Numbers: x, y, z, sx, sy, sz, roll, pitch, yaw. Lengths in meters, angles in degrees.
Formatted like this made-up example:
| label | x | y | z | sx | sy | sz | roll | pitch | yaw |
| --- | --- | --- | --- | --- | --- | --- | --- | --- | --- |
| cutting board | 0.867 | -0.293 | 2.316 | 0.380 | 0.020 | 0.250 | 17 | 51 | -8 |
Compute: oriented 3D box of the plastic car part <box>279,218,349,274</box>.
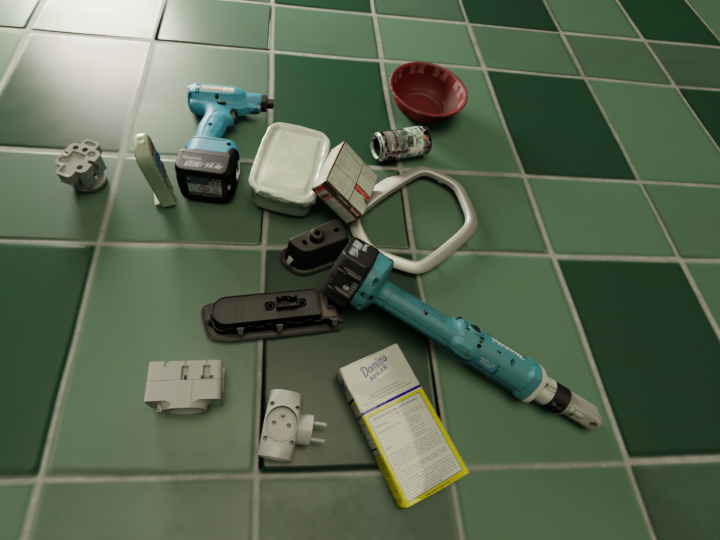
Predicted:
| label | x | y | z | sx | sy | sz | roll | pitch | yaw |
| --- | --- | --- | --- | --- | --- | --- | --- | --- | --- |
| plastic car part | -0.064 | -0.042 | 0.656 | 0.114 | 0.070 | 0.068 | -22 | 66 | -23 |

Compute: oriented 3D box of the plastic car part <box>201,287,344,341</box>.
| label | x | y | z | sx | sy | sz | roll | pitch | yaw |
| --- | --- | --- | --- | --- | --- | --- | --- | --- | --- |
| plastic car part | -0.123 | 0.059 | 0.598 | 0.200 | 0.066 | 0.068 | -6 | 70 | -9 |

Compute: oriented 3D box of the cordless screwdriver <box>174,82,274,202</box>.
| label | x | y | z | sx | sy | sz | roll | pitch | yaw |
| --- | --- | --- | --- | --- | --- | --- | --- | --- | --- |
| cordless screwdriver | -0.235 | -0.237 | 0.746 | 0.157 | 0.073 | 0.257 | 1 | 56 | -9 |

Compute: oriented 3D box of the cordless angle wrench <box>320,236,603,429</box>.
| label | x | y | z | sx | sy | sz | roll | pitch | yaw |
| --- | --- | --- | --- | --- | --- | --- | --- | --- | --- |
| cordless angle wrench | 0.146 | 0.099 | 0.598 | 0.427 | 0.074 | 0.097 | 31 | 25 | 5 |

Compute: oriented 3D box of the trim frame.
| label | x | y | z | sx | sy | sz | roll | pitch | yaw |
| --- | --- | --- | --- | --- | --- | --- | --- | --- | --- |
| trim frame | 0.093 | -0.095 | 0.734 | 0.245 | 0.027 | 0.190 | -38 | 72 | -23 |
